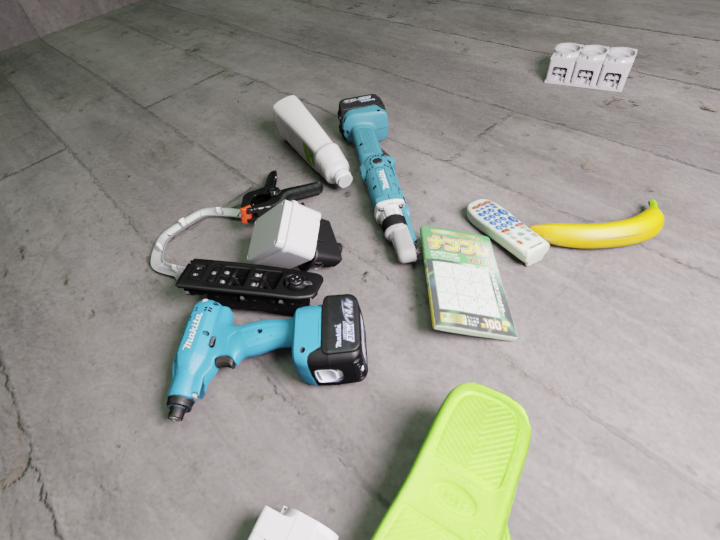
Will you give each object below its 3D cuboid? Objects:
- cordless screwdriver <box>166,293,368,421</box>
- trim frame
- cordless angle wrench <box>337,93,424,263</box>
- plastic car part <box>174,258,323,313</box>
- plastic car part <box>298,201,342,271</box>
[{"bbox_3d":[-0.118,0.109,0.530,0.254,0.071,0.163,-4,48,12],"label":"cordless screwdriver"},{"bbox_3d":[-0.241,-0.045,0.721,0.256,0.026,0.186,8,51,15],"label":"trim frame"},{"bbox_3d":[0.033,-0.177,0.762,0.098,0.071,0.440,-11,50,-1],"label":"cordless angle wrench"},{"bbox_3d":[-0.155,0.029,0.607,0.206,0.065,0.067,2,28,8],"label":"plastic car part"},{"bbox_3d":[-0.065,-0.042,0.663,0.068,0.066,0.122,5,42,-32],"label":"plastic car part"}]
